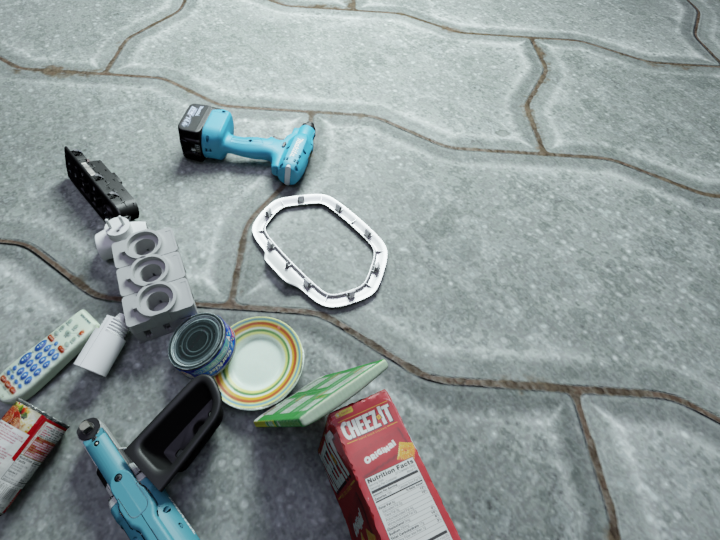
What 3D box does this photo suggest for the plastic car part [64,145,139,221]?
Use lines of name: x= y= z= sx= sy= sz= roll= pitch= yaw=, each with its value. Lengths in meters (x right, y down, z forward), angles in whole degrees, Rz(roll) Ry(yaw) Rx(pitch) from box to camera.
plastic car part: x=-0.447 y=-0.139 z=0.737 sx=0.064 sy=0.066 sz=0.212 roll=-15 pitch=51 yaw=-46

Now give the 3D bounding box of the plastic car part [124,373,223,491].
plastic car part: x=-0.201 y=0.189 z=0.499 sx=0.069 sy=0.068 sz=0.116 roll=30 pitch=62 yaw=21

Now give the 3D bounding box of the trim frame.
trim frame: x=-0.069 y=-0.045 z=0.703 sx=0.181 sy=0.027 sz=0.259 roll=-35 pitch=65 yaw=-23

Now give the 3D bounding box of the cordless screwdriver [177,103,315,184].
cordless screwdriver: x=-0.214 y=-0.261 z=0.825 sx=0.250 sy=0.073 sz=0.161 roll=15 pitch=55 yaw=3

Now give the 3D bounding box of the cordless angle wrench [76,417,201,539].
cordless angle wrench: x=-0.168 y=0.304 z=0.417 sx=0.443 sy=0.095 sz=0.073 roll=36 pitch=59 yaw=25
